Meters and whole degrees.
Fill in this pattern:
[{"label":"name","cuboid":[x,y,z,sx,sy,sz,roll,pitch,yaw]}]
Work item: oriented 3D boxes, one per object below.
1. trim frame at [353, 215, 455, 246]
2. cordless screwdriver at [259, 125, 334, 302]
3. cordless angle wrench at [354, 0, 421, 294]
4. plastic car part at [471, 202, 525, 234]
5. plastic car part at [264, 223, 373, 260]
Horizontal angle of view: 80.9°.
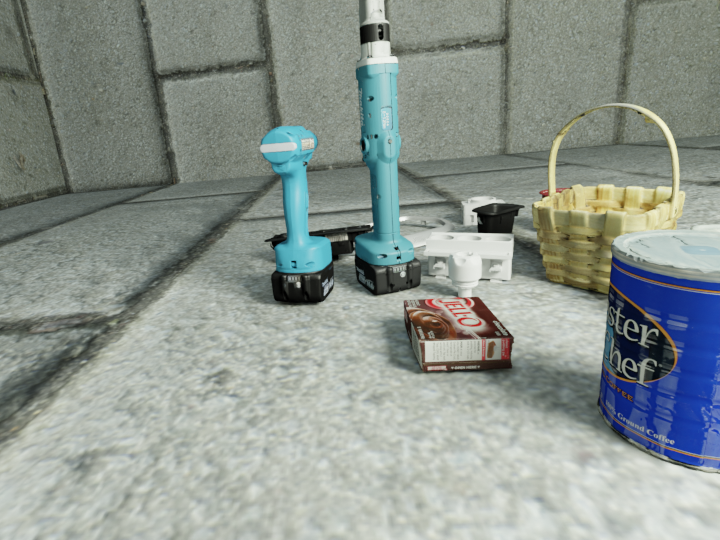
[{"label":"trim frame","cuboid":[0.078,-0.082,0.904,0.242,0.027,0.193,-13,20,-22]},{"label":"cordless screwdriver","cuboid":[-0.085,-0.086,0.626,0.076,0.244,0.159,-1,17,11]},{"label":"cordless angle wrench","cuboid":[0.027,-0.177,0.597,0.072,0.415,0.102,-9,16,-19]},{"label":"plastic car part","cuboid":[0.256,-0.089,0.810,0.069,0.069,0.112,12,25,43]},{"label":"plastic car part","cuboid":[-0.078,-0.051,0.797,0.207,0.066,0.066,-2,17,11]}]
